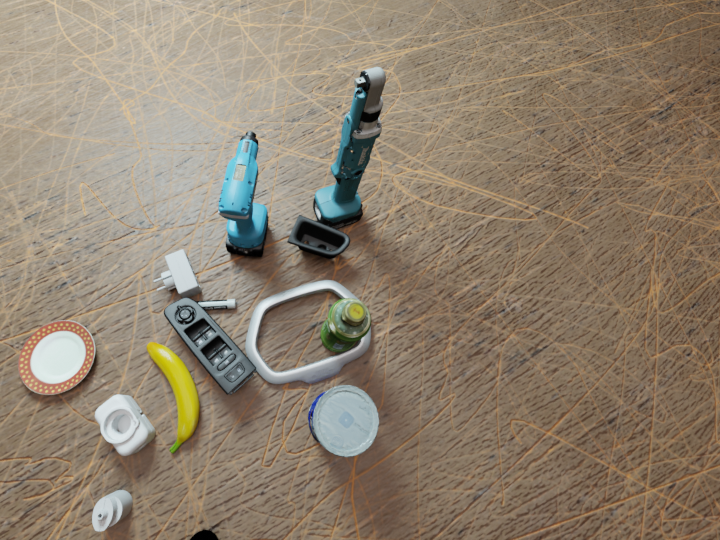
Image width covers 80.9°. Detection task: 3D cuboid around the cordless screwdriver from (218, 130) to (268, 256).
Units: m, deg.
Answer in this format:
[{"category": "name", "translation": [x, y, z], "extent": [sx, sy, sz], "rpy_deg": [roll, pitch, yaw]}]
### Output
[{"category": "cordless screwdriver", "translation": [-0.212, -0.129, 0.787], "extent": [0.074, 0.246, 0.162], "rpy_deg": [8, 70, -7]}]

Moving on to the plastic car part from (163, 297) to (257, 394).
[{"category": "plastic car part", "translation": [-0.277, 0.132, 0.776], "extent": [0.066, 0.066, 0.208], "rpy_deg": [-41, 78, -19]}]

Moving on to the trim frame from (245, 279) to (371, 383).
[{"category": "trim frame", "translation": [-0.100, 0.119, 0.818], "extent": [0.245, 0.027, 0.189], "rpy_deg": [-18, 72, -12]}]

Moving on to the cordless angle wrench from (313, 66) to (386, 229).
[{"category": "cordless angle wrench", "translation": [-0.016, -0.190, 0.736], "extent": [0.096, 0.419, 0.076], "rpy_deg": [-19, 76, -16]}]

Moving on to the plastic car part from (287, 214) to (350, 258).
[{"category": "plastic car part", "translation": [-0.085, -0.055, 0.864], "extent": [0.117, 0.070, 0.066], "rpy_deg": [21, 69, 1]}]
